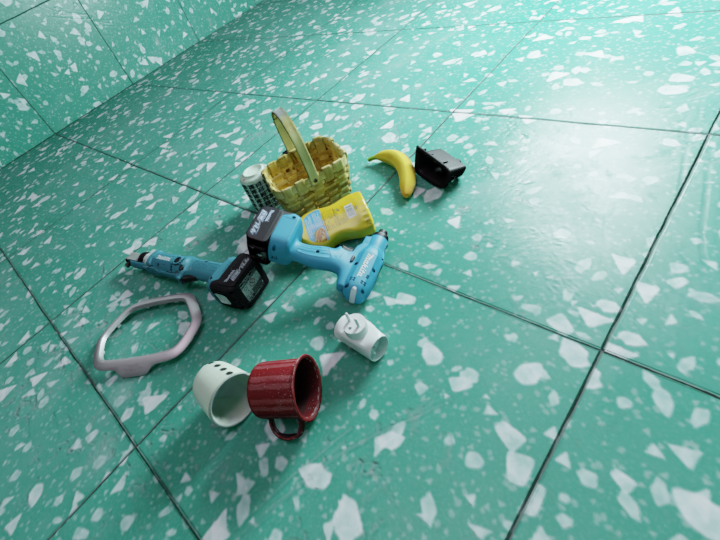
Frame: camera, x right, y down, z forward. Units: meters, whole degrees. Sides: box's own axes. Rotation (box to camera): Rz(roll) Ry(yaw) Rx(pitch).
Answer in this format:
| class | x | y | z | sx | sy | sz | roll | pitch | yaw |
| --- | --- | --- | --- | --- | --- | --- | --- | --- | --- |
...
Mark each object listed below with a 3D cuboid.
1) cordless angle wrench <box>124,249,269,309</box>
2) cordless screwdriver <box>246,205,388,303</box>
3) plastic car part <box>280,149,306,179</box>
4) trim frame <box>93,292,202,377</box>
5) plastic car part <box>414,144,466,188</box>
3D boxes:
| class | x | y | z | sx | sy | sz | roll | pitch | yaw |
| --- | --- | --- | --- | --- | --- | --- | --- | --- | --- |
| cordless angle wrench | -0.390 | -0.004 | 0.933 | 0.444 | 0.071 | 0.098 | 9 | 52 | 33 |
| cordless screwdriver | -0.077 | -0.050 | 0.787 | 0.255 | 0.072 | 0.160 | 21 | 56 | 12 |
| plastic car part | -0.160 | -0.273 | 1.094 | 0.066 | 0.064 | 0.214 | -23 | 45 | -9 |
| trim frame | -0.430 | 0.126 | 0.855 | 0.253 | 0.026 | 0.190 | -11 | 44 | 12 |
| plastic car part | 0.175 | -0.221 | 0.895 | 0.069 | 0.063 | 0.123 | -23 | 44 | -20 |
